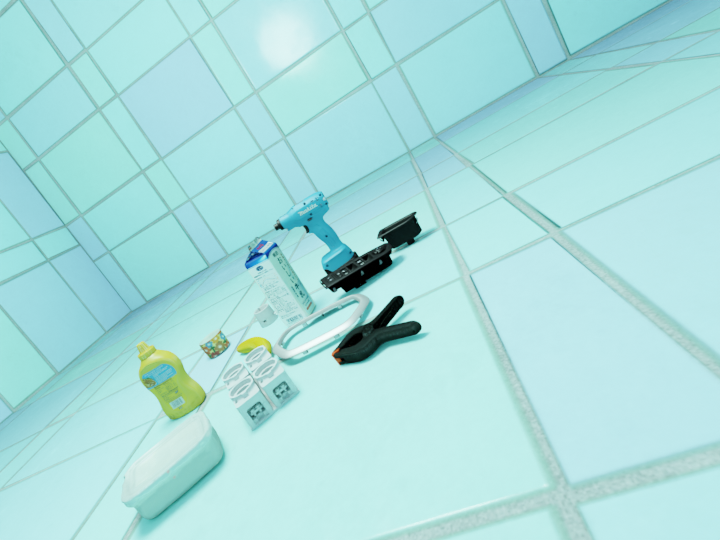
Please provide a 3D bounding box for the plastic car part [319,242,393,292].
[{"bbox_3d":[0.002,0.000,1.051,0.202,0.065,0.068,-35,15,-8],"label":"plastic car part"}]

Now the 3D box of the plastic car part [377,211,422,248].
[{"bbox_3d":[0.112,-0.098,1.123,0.119,0.069,0.066,-25,16,22],"label":"plastic car part"}]

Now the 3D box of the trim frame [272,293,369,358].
[{"bbox_3d":[-0.089,0.122,0.942,0.250,0.027,0.188,-30,18,7],"label":"trim frame"}]

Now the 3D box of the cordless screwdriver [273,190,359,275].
[{"bbox_3d":[-0.112,-0.073,1.148,0.160,0.243,0.075,-30,13,6],"label":"cordless screwdriver"}]
